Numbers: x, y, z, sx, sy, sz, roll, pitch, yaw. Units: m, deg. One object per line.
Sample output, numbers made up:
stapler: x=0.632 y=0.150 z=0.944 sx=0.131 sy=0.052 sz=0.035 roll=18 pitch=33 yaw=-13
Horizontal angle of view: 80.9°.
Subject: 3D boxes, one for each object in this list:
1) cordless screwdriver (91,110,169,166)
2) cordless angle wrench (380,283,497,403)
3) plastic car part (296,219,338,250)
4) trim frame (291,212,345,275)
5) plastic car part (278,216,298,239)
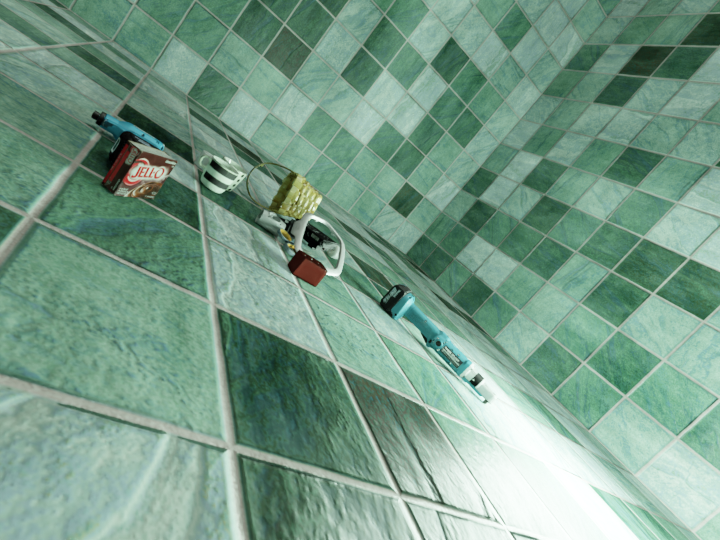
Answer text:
cordless screwdriver: x=-0.484 y=-0.264 z=0.880 sx=0.151 sy=0.074 sz=0.262 roll=31 pitch=8 yaw=-37
cordless angle wrench: x=0.236 y=0.217 z=1.268 sx=0.441 sy=0.098 sz=0.071 roll=46 pitch=15 yaw=23
plastic car part: x=-0.155 y=-0.112 z=1.383 sx=0.063 sy=0.066 sz=0.215 roll=4 pitch=27 yaw=-40
trim frame: x=-0.121 y=-0.079 z=1.234 sx=0.178 sy=0.028 sz=0.254 roll=34 pitch=35 yaw=-20
plastic car part: x=-0.227 y=-0.133 z=1.280 sx=0.072 sy=0.066 sz=0.114 roll=26 pitch=5 yaw=8
